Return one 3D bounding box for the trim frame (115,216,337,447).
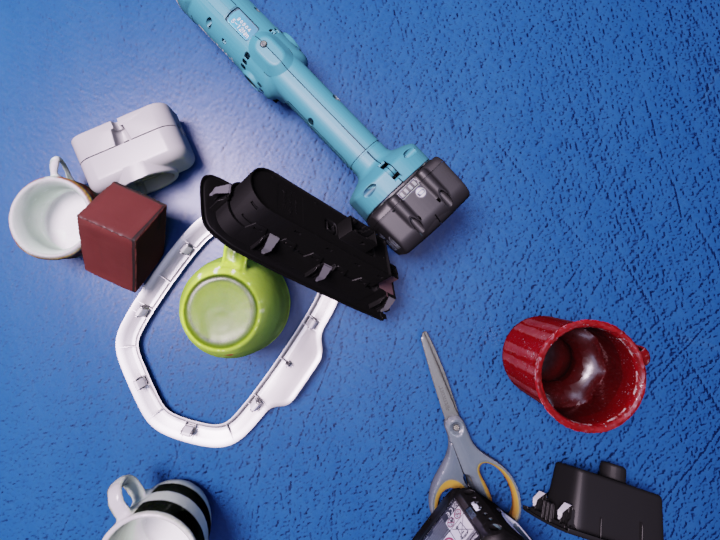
[{"bbox_3d":[-0.128,0.053,0.415,0.184,0.027,0.248,35,86,0],"label":"trim frame"}]

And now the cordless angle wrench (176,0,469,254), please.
[{"bbox_3d":[-0.081,-0.192,0.396,0.074,0.097,0.427,-43,86,0],"label":"cordless angle wrench"}]

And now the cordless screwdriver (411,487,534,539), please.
[{"bbox_3d":[0.175,0.295,0.377,0.244,0.076,0.159,44,87,-9],"label":"cordless screwdriver"}]

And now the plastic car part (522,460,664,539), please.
[{"bbox_3d":[0.230,0.219,0.400,0.116,0.066,0.071,16,74,-5],"label":"plastic car part"}]

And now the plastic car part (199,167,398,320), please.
[{"bbox_3d":[-0.033,-0.022,0.342,0.193,0.069,0.068,25,52,-33],"label":"plastic car part"}]
